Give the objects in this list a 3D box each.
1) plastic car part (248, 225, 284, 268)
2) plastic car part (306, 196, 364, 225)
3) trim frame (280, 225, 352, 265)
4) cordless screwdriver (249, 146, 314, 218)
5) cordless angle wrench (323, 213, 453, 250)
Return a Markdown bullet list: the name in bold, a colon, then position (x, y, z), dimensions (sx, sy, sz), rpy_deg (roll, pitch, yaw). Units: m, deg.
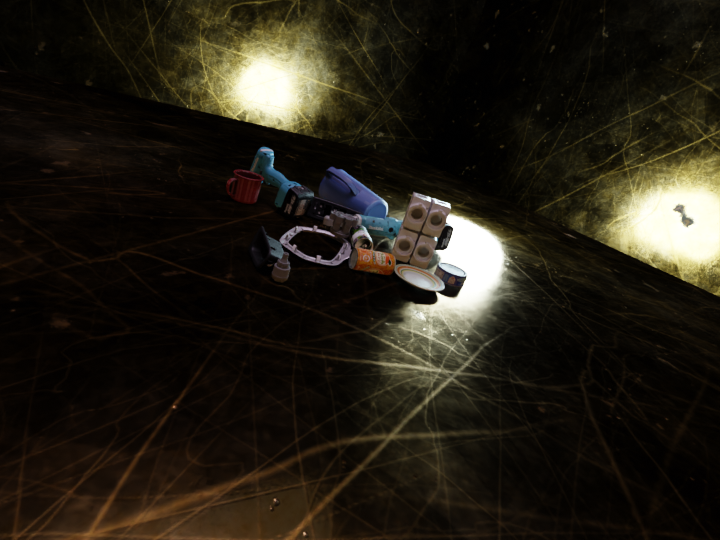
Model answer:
- **plastic car part**: position (-0.195, -0.036, 0.927), dimensions (0.067, 0.066, 0.123), rpy_deg (21, 19, -35)
- **plastic car part**: position (-0.092, -0.179, 1.340), dimensions (0.204, 0.066, 0.066), rpy_deg (17, -5, 3)
- **trim frame**: position (-0.108, -0.071, 1.107), dimensions (0.187, 0.027, 0.247), rpy_deg (20, 20, 5)
- **cordless screwdriver**: position (-0.264, -0.252, 1.316), dimensions (0.071, 0.159, 0.260), rpy_deg (-12, 51, -49)
- **cordless angle wrench**: position (0.085, -0.133, 1.318), dimensions (0.410, 0.097, 0.078), rpy_deg (5, 21, -19)
